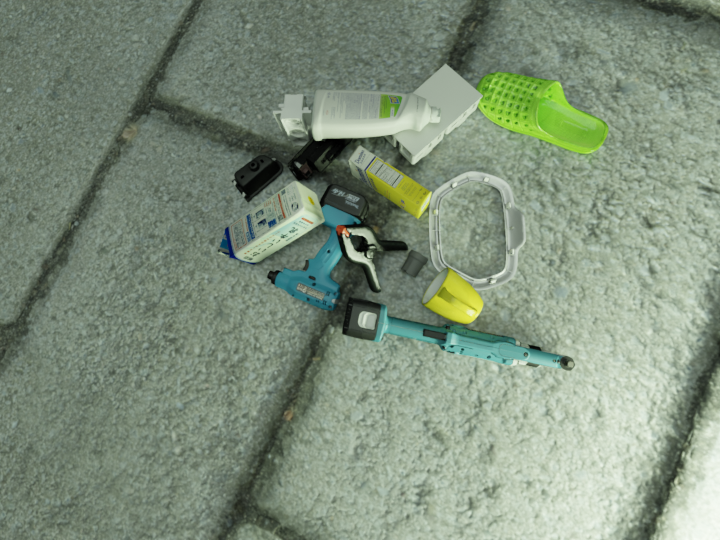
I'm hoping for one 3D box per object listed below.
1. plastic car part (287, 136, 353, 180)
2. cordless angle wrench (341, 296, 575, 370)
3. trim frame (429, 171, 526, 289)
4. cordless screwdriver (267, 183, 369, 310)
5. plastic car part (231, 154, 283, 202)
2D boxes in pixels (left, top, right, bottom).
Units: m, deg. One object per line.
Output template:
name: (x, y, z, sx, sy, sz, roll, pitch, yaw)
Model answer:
plastic car part: (-0.066, -0.276, 0.915, 0.071, 0.063, 0.202, 34, 82, 37)
cordless angle wrench: (0.179, 0.131, 0.804, 0.428, 0.096, 0.075, 11, 83, 7)
trim frame: (0.235, -0.084, 0.860, 0.187, 0.027, 0.251, 0, 78, 8)
cordless screwdriver: (-0.087, -0.057, 0.885, 0.163, 0.072, 0.249, 20, 87, 13)
plastic car part: (-0.234, -0.218, 0.938, 0.117, 0.069, 0.067, -39, 80, 3)
